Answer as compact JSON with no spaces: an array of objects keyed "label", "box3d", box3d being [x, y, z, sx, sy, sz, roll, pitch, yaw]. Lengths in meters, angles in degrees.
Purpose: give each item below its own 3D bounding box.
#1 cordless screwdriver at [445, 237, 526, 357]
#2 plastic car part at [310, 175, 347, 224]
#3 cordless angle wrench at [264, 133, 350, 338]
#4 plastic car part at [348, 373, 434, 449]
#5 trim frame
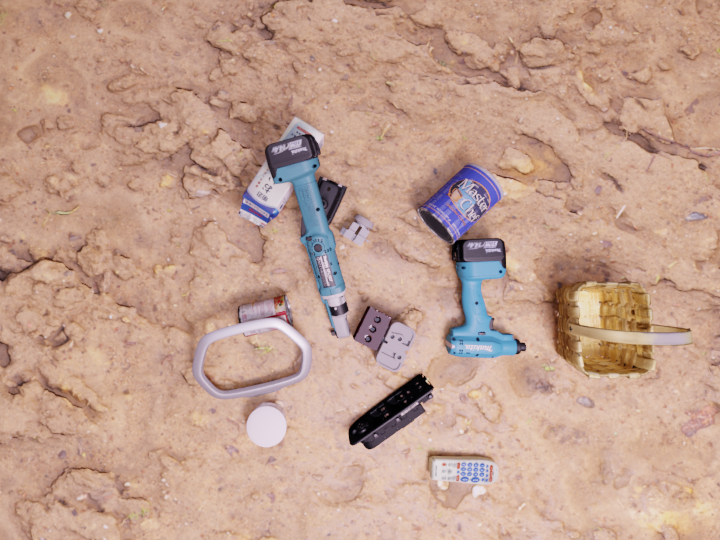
[{"label":"cordless screwdriver","box3d":[0.264,0.057,0.876,0.159,0.074,0.249,2,90,0]},{"label":"plastic car part","box3d":[-0.077,-0.143,0.896,0.066,0.071,0.117,22,84,-1]},{"label":"cordless angle wrench","box3d":[-0.083,-0.054,0.846,0.100,0.074,0.414,-12,104,12]},{"label":"plastic car part","box3d":[0.065,0.298,0.870,0.202,0.069,0.064,-32,115,-3]},{"label":"trim frame","box3d":[-0.221,0.185,0.861,0.248,0.028,0.179,-15,110,0]}]
